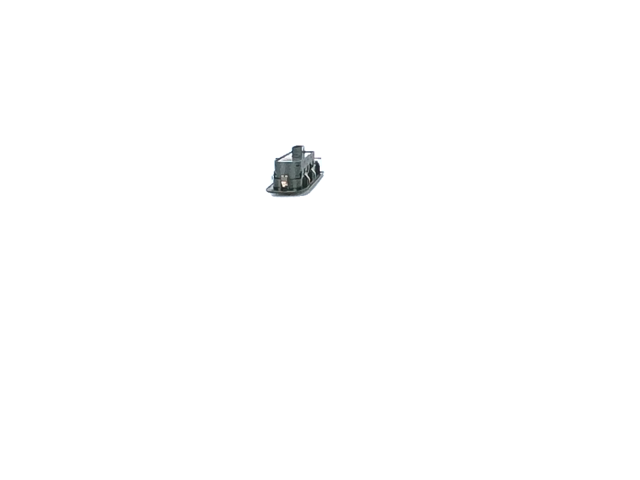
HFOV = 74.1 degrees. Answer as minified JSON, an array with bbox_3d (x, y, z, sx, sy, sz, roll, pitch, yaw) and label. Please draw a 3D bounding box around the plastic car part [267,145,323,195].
[{"bbox_3d":[-0.035,-0.114,0.676,0.066,0.067,0.202,9,22,4],"label":"plastic car part"}]
